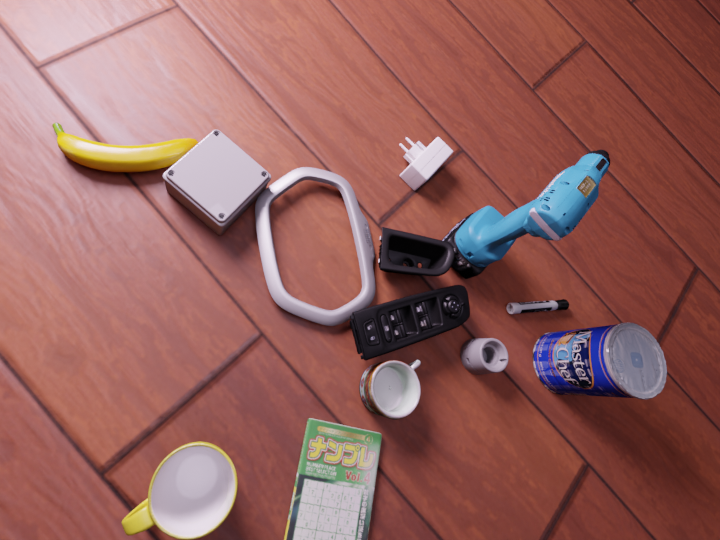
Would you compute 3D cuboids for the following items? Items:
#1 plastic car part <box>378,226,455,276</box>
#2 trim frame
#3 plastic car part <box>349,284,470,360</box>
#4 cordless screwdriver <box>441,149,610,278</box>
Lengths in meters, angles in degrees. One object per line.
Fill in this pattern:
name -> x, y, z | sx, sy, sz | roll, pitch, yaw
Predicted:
plastic car part -> 0.075, -0.017, 0.648 | 0.114, 0.071, 0.067 | 10, 72, -15
trim frame -> -0.062, -0.041, 0.639 | 0.179, 0.028, 0.253 | -9, 76, -19
plastic car part -> 0.073, 0.072, 0.621 | 0.198, 0.068, 0.067 | -14, 80, -20
cordless screwdriver -> 0.231, -0.079, 0.616 | 0.074, 0.252, 0.157 | 48, 66, -4
